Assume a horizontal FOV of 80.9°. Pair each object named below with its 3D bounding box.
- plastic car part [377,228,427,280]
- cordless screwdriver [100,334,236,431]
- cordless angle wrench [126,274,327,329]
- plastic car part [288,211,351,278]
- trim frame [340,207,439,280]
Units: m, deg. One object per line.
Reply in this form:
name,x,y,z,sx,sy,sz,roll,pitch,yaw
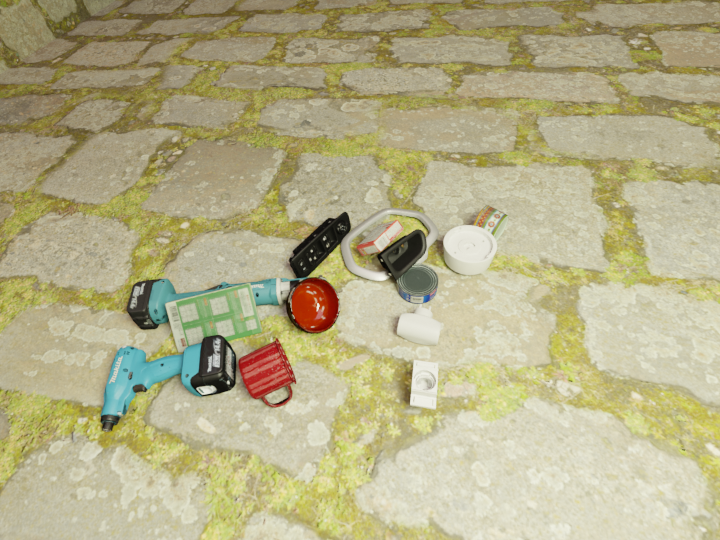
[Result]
plastic car part,0.084,-0.039,0.917,0.115,0.064,0.074,-39,18,-23
cordless screwdriver,-0.366,0.212,0.800,0.251,0.071,0.165,-9,49,6
cordless angle wrench,-0.282,0.055,0.923,0.424,0.071,0.101,-6,50,1
plastic car part,-0.098,-0.064,1.002,0.201,0.063,0.071,-44,32,-24
trim frame,0.068,-0.067,0.995,0.245,0.026,0.194,-38,53,-23
